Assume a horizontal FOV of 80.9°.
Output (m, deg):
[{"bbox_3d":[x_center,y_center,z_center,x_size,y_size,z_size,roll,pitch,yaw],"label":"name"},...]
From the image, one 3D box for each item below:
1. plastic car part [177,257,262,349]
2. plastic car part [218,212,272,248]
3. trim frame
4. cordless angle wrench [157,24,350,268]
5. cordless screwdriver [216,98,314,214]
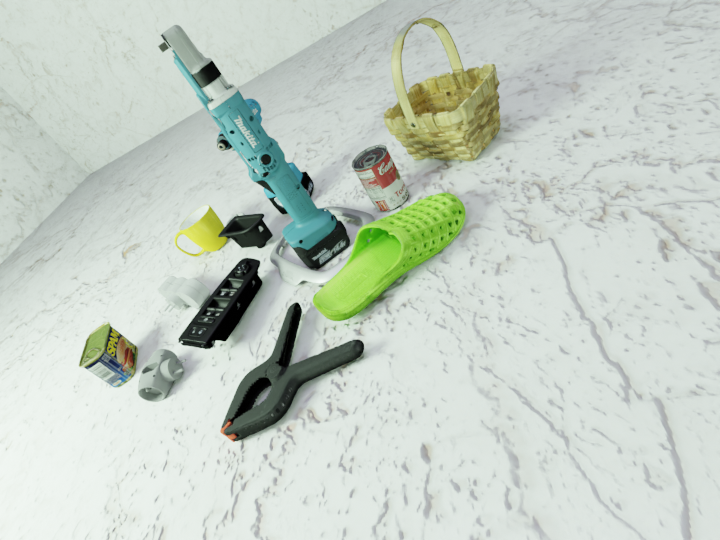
[{"bbox_3d":[-0.227,0.059,0.742,0.069,0.064,0.205,-8,44,33],"label":"plastic car part"},{"bbox_3d":[-0.233,-0.077,0.897,0.122,0.067,0.066,2,49,40],"label":"plastic car part"},{"bbox_3d":[-0.076,-0.050,0.776,0.183,0.026,0.262,-48,38,-18],"label":"trim frame"},{"bbox_3d":[-0.154,-0.177,0.661,0.098,0.402,0.078,-36,33,-4],"label":"cordless angle wrench"},{"bbox_3d":[-0.201,-0.222,0.890,0.077,0.237,0.161,-13,39,28],"label":"cordless screwdriver"}]
